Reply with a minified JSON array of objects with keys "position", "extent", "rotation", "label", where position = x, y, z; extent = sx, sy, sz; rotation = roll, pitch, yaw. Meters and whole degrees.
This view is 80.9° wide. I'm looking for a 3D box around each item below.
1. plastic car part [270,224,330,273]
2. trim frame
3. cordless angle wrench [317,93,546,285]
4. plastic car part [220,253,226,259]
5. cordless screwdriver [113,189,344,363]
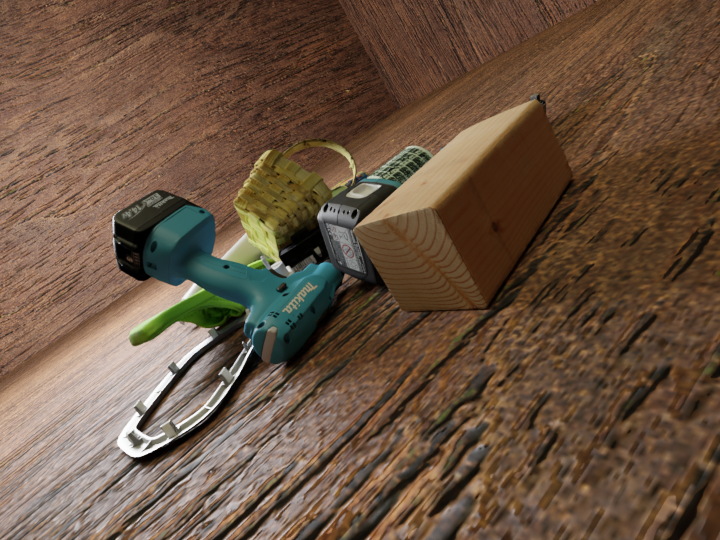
[{"position":[-0.065,-0.043,0.668],"extent":[0.203,0.066,0.067],"rotation":[-29,9,2],"label":"plastic car part"},{"position":[-0.188,0.117,0.506],"extent":[0.188,0.027,0.249],"rotation":[-25,18,20],"label":"trim frame"},{"position":[0.129,-0.132,0.541],"extent":[0.415,0.094,0.078],"rotation":[-37,35,-29],"label":"cordless angle wrench"},{"position":[-0.284,-0.001,0.931],"extent":[0.115,0.065,0.072],"rotation":[-48,7,-33],"label":"plastic car part"},{"position":[-0.146,-0.012,0.488],"extent":[0.158,0.256,0.073],"rotation":[-48,-20,-49],"label":"cordless screwdriver"}]
